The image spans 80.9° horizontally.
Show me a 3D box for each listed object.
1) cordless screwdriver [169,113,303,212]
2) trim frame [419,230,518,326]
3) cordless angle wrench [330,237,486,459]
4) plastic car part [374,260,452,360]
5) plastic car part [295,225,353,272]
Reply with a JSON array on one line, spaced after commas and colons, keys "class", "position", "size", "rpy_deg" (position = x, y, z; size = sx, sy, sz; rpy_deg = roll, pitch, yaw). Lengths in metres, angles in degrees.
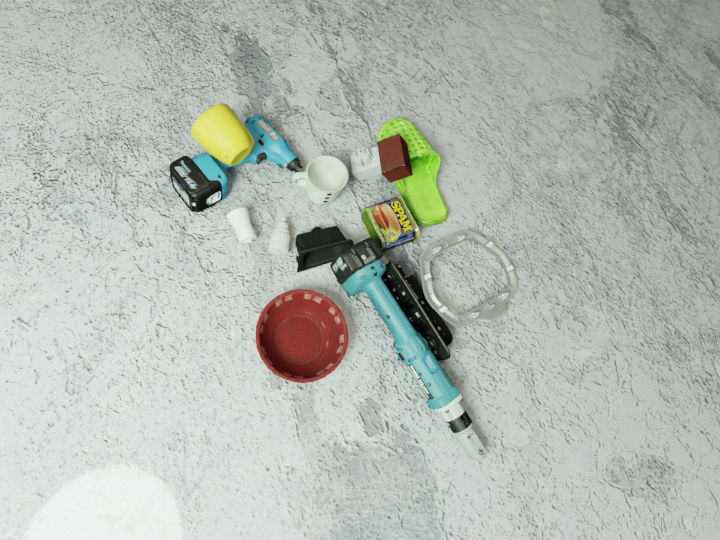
[{"class": "cordless screwdriver", "position": [-0.247, -0.206, 0.857], "size": [0.162, 0.074, 0.245], "rpy_deg": [44, 63, 8]}, {"class": "trim frame", "position": [0.221, 0.012, 0.846], "size": [0.241, 0.028, 0.188], "rpy_deg": [-23, 75, -31]}, {"class": "cordless angle wrench", "position": [0.092, 0.141, 0.760], "size": [0.073, 0.098, 0.431], "rpy_deg": [-28, 78, -24]}, {"class": "plastic car part", "position": [0.109, 0.077, 0.807], "size": [0.064, 0.067, 0.209], "rpy_deg": [-12, 66, -44]}, {"class": "plastic car part", "position": [-0.081, -0.053, 0.831], "size": [0.114, 0.064, 0.074], "rpy_deg": [-20, 60, -21]}]
